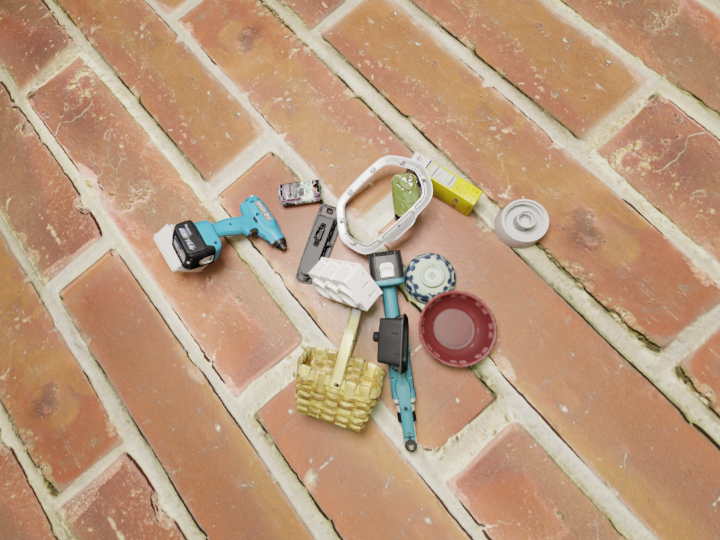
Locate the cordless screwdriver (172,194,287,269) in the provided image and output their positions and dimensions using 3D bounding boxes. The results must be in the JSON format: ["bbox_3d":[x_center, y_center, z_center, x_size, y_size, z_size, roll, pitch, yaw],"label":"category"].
[{"bbox_3d":[-0.299,-0.075,0.988,0.242,0.074,0.163,-30,75,-36],"label":"cordless screwdriver"}]

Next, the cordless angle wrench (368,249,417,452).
[{"bbox_3d":[0.080,0.170,0.926,0.075,0.096,0.427,-8,81,4],"label":"cordless angle wrench"}]

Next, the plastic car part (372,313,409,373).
[{"bbox_3d":[0.061,0.146,0.866,0.073,0.063,0.117,-2,83,19],"label":"plastic car part"}]

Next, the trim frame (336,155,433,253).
[{"bbox_3d":[0.045,-0.150,0.951,0.250,0.026,0.192,-41,65,15],"label":"trim frame"}]

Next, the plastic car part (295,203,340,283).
[{"bbox_3d":[-0.099,-0.065,1.015,0.067,0.066,0.203,19,84,2],"label":"plastic car part"}]
